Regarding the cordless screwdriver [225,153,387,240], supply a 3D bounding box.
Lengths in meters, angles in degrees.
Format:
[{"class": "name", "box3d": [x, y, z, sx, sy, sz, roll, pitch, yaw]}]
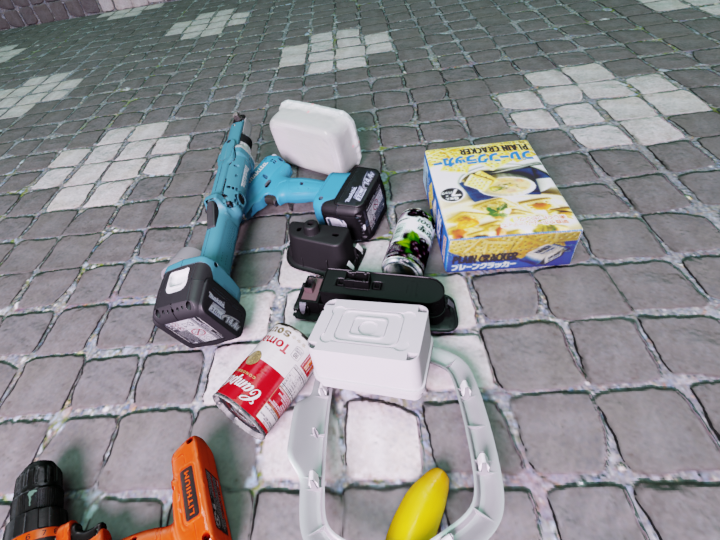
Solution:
[{"class": "cordless screwdriver", "box3d": [-0.095, -0.105, 0.666, 0.261, 0.071, 0.159, 16, 58, 29]}]

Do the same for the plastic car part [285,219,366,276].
[{"class": "plastic car part", "box3d": [-0.058, -0.038, 0.593, 0.120, 0.068, 0.066, 13, 48, 18]}]

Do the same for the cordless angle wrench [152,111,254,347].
[{"class": "cordless angle wrench", "box3d": [-0.200, -0.098, 0.627, 0.076, 0.093, 0.436, -17, 49, 17]}]

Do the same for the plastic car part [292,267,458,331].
[{"class": "plastic car part", "box3d": [0.017, 0.029, 0.521, 0.208, 0.065, 0.067, 8, 40, 14]}]

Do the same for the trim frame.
[{"class": "trim frame", "box3d": [0.025, 0.148, 0.395, 0.187, 0.026, 0.255, -9, 36, 10]}]
